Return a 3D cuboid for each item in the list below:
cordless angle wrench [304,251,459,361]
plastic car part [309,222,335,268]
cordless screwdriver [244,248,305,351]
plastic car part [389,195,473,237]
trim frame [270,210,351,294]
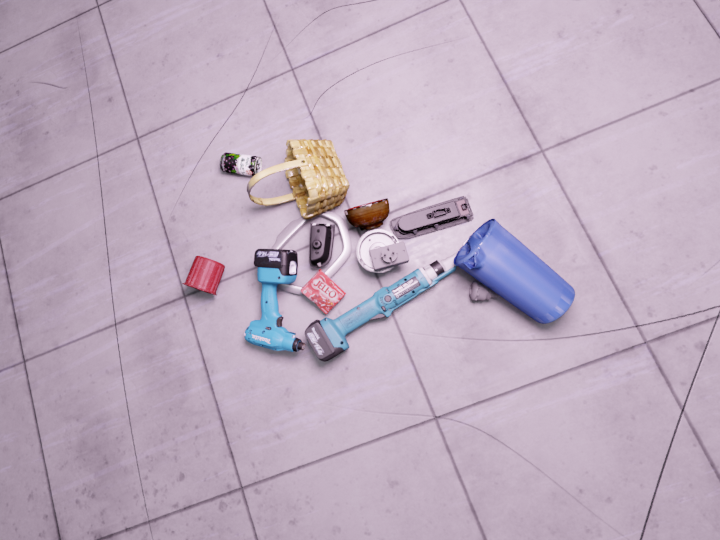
[{"bbox_3d":[0.065,0.073,1.024,0.423,0.073,0.100,-31,79,0],"label":"cordless angle wrench"},{"bbox_3d":[-0.103,-0.067,1.050,0.067,0.069,0.118,2,78,8],"label":"plastic car part"},{"bbox_3d":[-0.197,0.072,1.036,0.166,0.071,0.248,8,92,24],"label":"cordless screwdriver"},{"bbox_3d":[0.175,-0.130,1.047,0.205,0.066,0.067,-16,87,8],"label":"plastic car part"},{"bbox_3d":[-0.136,-0.050,1.098,0.188,0.027,0.248,43,91,12],"label":"trim frame"}]
